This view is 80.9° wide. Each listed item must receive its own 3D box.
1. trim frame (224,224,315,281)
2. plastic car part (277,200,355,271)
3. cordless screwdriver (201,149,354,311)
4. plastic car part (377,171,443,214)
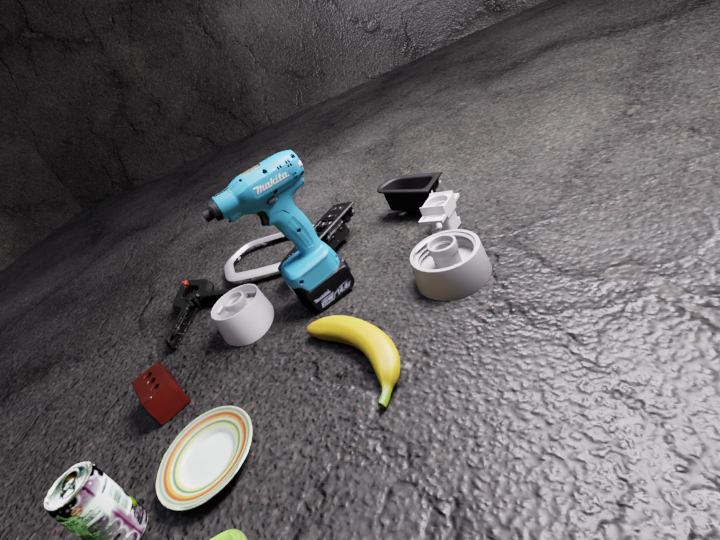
[{"bbox_3d":[-0.190,-0.040,0.919,0.255,0.026,0.187,-15,32,20],"label":"trim frame"},{"bbox_3d":[-0.079,-0.052,0.810,0.070,0.064,0.201,7,44,46],"label":"plastic car part"},{"bbox_3d":[-0.121,-0.043,0.656,0.158,0.239,0.078,-33,28,-13],"label":"cordless screwdriver"},{"bbox_3d":[0.097,-0.139,0.798,0.122,0.068,0.065,3,40,42],"label":"plastic car part"}]
